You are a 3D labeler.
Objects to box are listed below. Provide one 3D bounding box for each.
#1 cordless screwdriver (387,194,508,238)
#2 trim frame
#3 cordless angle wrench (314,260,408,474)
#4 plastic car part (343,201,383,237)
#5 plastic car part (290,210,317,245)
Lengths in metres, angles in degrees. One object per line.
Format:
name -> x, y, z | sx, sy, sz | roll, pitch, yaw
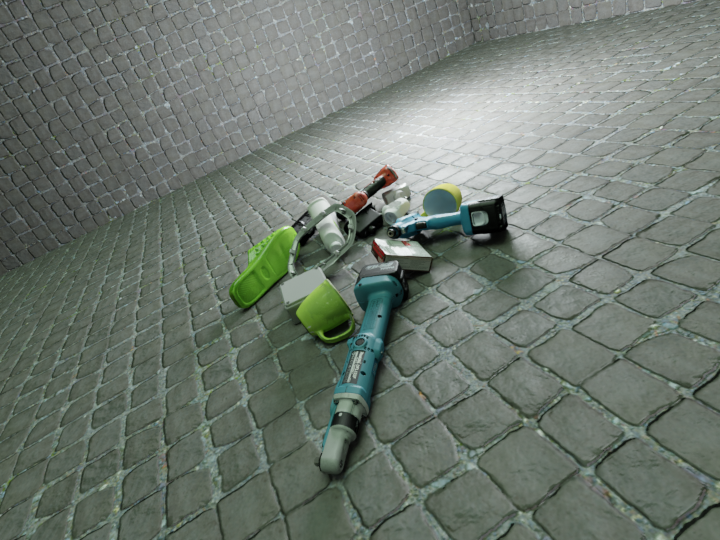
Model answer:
cordless screwdriver -> 0.190, -0.109, 0.954 | 0.259, 0.073, 0.154 | -5, 11, 34
trim frame -> -0.105, -0.069, 1.079 | 0.253, 0.026, 0.192 | -34, 50, 26
cordless angle wrench -> 0.007, 0.141, 0.729 | 0.101, 0.071, 0.427 | -11, 34, 23
plastic car part -> 0.019, -0.127, 1.171 | 0.075, 0.063, 0.115 | 27, 59, 39
plastic car part -> -0.170, -0.131, 1.307 | 0.069, 0.064, 0.203 | 1, 37, 22
